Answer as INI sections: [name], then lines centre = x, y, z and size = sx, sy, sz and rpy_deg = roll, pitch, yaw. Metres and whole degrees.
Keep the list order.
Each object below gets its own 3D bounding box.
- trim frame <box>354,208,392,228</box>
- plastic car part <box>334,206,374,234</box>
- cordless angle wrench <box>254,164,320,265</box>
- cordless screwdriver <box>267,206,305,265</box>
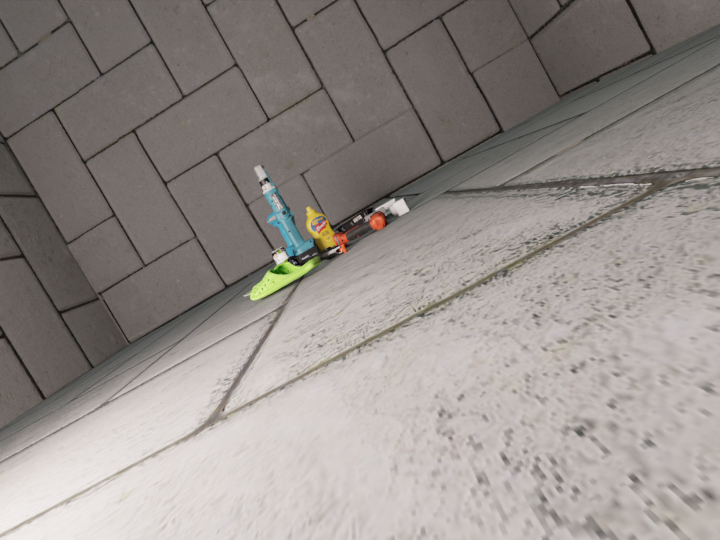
[trim frame]
centre = 0.024, -0.168, 1.599
size = 0.252, 0.027, 0.183
rpy_deg = -28, 9, 15
[plastic car part]
centre = -0.022, -0.195, 1.767
size = 0.209, 0.066, 0.065
rpy_deg = -23, 9, 39
[cordless angle wrench]
centre = -0.298, -0.219, 1.638
size = 0.096, 0.420, 0.076
rpy_deg = -31, 3, -19
[cordless screwdriver]
centre = -0.288, -0.147, 1.762
size = 0.073, 0.247, 0.164
rpy_deg = -32, 5, -36
